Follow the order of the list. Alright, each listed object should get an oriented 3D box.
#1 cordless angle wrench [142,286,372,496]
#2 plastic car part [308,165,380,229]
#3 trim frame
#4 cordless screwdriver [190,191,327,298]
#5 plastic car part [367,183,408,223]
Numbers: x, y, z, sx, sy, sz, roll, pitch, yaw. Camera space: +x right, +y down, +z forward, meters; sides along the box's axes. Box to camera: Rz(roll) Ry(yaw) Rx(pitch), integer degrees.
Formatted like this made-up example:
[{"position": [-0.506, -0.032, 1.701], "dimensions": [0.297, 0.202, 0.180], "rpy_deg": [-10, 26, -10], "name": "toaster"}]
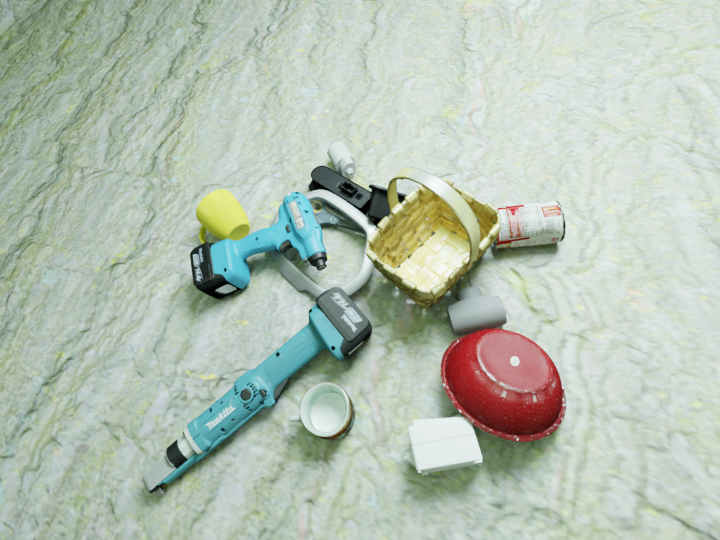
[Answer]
[{"position": [-0.168, 0.192, 0.658], "dimensions": [0.422, 0.072, 0.101], "rpy_deg": [-40, 75, -3], "name": "cordless angle wrench"}, {"position": [-0.031, -0.149, 0.823], "dimensions": [0.214, 0.063, 0.066], "rpy_deg": [35, 82, 33], "name": "plastic car part"}, {"position": [-0.076, -0.050, 0.779], "dimensions": [0.261, 0.026, 0.184], "rpy_deg": [39, 88, 30], "name": "trim frame"}, {"position": [-0.182, -0.024, 0.769], "dimensions": [0.251, 0.071, 0.166], "rpy_deg": [-28, 61, 9], "name": "cordless screwdriver"}, {"position": [0.058, -0.105, 0.748], "dimensions": [0.113, 0.068, 0.071], "rpy_deg": [12, 94, -17], "name": "plastic car part"}]
